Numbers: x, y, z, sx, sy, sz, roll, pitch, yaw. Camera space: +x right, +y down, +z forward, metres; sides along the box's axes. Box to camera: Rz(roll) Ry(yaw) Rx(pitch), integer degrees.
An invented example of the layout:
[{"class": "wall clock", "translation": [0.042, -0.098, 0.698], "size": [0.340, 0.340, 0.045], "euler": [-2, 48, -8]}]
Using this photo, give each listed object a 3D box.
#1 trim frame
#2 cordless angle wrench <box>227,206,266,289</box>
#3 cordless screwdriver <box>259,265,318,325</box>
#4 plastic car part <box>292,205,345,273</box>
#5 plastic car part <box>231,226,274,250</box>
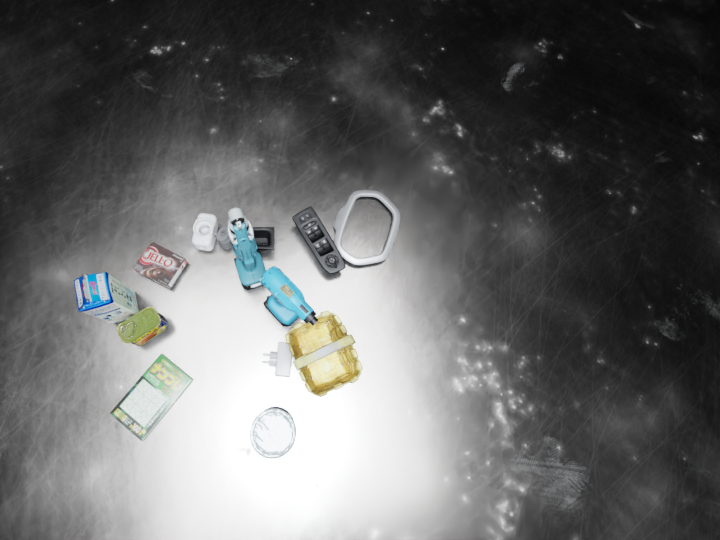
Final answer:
[{"class": "trim frame", "translation": [0.016, -0.128, 1.239], "size": [0.185, 0.027, 0.251], "euler": [18, 70, 2]}, {"class": "cordless angle wrench", "translation": [-0.268, -0.051, 0.983], "size": [0.073, 0.420, 0.100], "euler": [-17, 77, -14]}, {"class": "cordless screwdriver", "translation": [-0.171, 0.087, 1.033], "size": [0.074, 0.247, 0.162], "euler": [-42, 83, -18]}, {"class": "plastic car part", "translation": [-0.116, -0.076, 1.190], "size": [0.065, 0.066, 0.208], "euler": [-30, 76, -15]}, {"class": "plastic car part", "translation": [-0.297, -0.081, 1.175], "size": [0.115, 0.070, 0.067], "euler": [-1, 72, -6]}]
